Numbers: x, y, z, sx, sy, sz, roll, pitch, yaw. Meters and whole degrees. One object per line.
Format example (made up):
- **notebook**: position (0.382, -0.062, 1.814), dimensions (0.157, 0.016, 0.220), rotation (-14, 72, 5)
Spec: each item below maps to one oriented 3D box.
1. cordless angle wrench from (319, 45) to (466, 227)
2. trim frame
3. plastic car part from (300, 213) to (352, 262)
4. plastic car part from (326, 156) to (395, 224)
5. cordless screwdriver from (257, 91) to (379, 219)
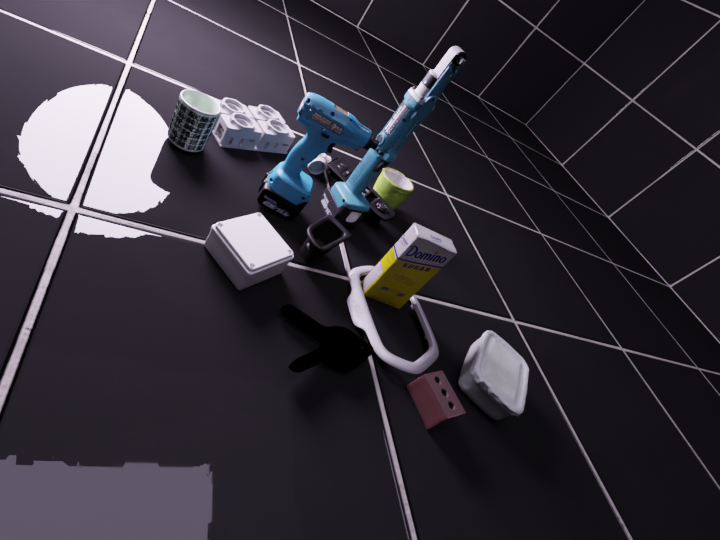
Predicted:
- **cordless angle wrench**: position (0.059, -0.258, 0.859), dimensions (0.071, 0.425, 0.102), rotation (7, 48, -39)
- **trim frame**: position (0.059, 0.087, 0.816), dimensions (0.175, 0.027, 0.259), rotation (11, 43, -32)
- **plastic car part**: position (-0.080, -0.052, 0.817), dimensions (0.067, 0.071, 0.114), rotation (44, 36, 5)
- **plastic car part**: position (-0.006, -0.184, 1.029), dimensions (0.206, 0.067, 0.065), rotation (42, 36, 6)
- **cordless screwdriver**: position (-0.090, -0.204, 0.824), dimensions (0.154, 0.250, 0.076), rotation (28, 38, -17)
